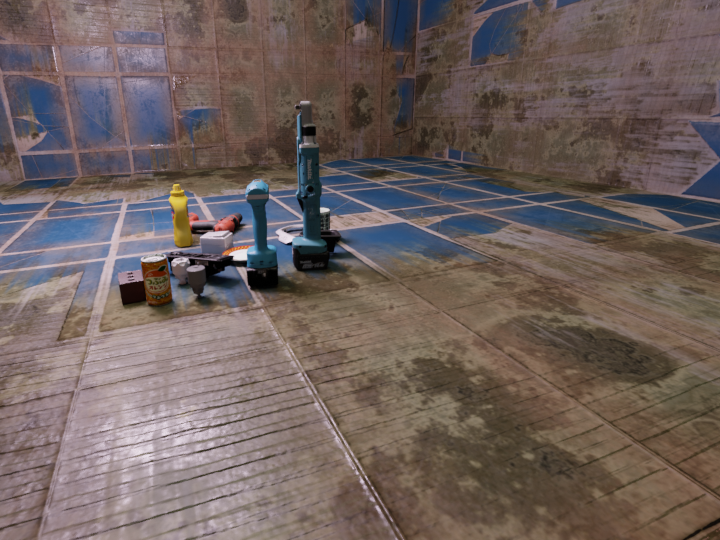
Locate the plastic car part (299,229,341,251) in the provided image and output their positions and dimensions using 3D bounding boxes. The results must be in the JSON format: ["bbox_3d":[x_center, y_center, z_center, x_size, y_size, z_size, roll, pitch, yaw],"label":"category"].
[{"bbox_3d":[-0.119,-0.078,1.217,0.115,0.069,0.068,-5,20,-10],"label":"plastic car part"}]

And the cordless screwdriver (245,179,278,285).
[{"bbox_3d":[-0.243,-0.096,1.027,0.073,0.244,0.164,-3,19,-10],"label":"cordless screwdriver"}]

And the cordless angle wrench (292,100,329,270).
[{"bbox_3d":[-0.132,-0.210,1.081,0.097,0.415,0.077,-2,18,-8],"label":"cordless angle wrench"}]

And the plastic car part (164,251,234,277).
[{"bbox_3d":[-0.419,-0.018,1.081,0.211,0.066,0.065,9,21,24],"label":"plastic car part"}]

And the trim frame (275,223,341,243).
[{"bbox_3d":[-0.176,-0.118,1.386,0.178,0.027,0.263,-15,25,-31],"label":"trim frame"}]
